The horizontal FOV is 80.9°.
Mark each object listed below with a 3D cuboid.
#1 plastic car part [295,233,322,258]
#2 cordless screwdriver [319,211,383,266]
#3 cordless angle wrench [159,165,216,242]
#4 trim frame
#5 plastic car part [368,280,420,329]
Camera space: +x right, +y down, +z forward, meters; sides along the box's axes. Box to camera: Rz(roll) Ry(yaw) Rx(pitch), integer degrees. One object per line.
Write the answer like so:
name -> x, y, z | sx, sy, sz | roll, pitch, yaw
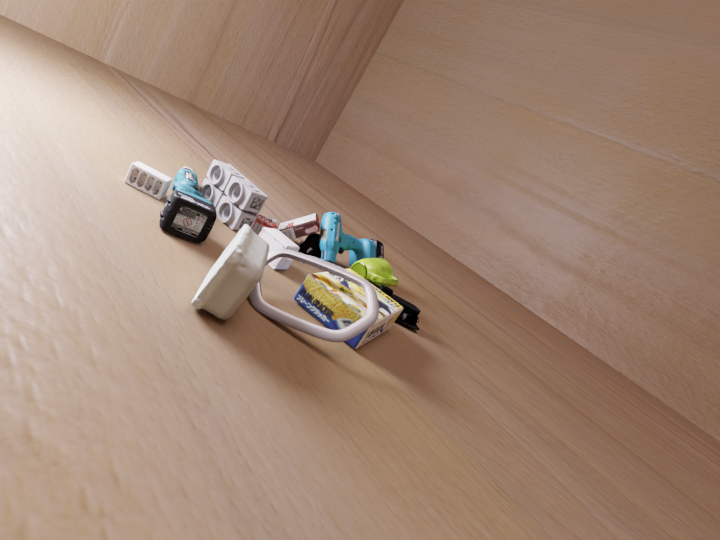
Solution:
plastic car part -> -0.115, -0.075, 1.171 | 0.069, 0.071, 0.111 | 39, 20, 28
cordless screwdriver -> -0.028, -0.046, 1.178 | 0.077, 0.162, 0.235 | -10, -24, 34
cordless angle wrench -> -0.402, -0.184, 0.979 | 0.093, 0.074, 0.444 | 23, 14, -30
trim frame -> -0.086, 0.038, 0.762 | 0.252, 0.027, 0.185 | 19, 45, 7
plastic car part -> 0.065, 0.078, 1.043 | 0.200, 0.067, 0.067 | 32, 7, -7
